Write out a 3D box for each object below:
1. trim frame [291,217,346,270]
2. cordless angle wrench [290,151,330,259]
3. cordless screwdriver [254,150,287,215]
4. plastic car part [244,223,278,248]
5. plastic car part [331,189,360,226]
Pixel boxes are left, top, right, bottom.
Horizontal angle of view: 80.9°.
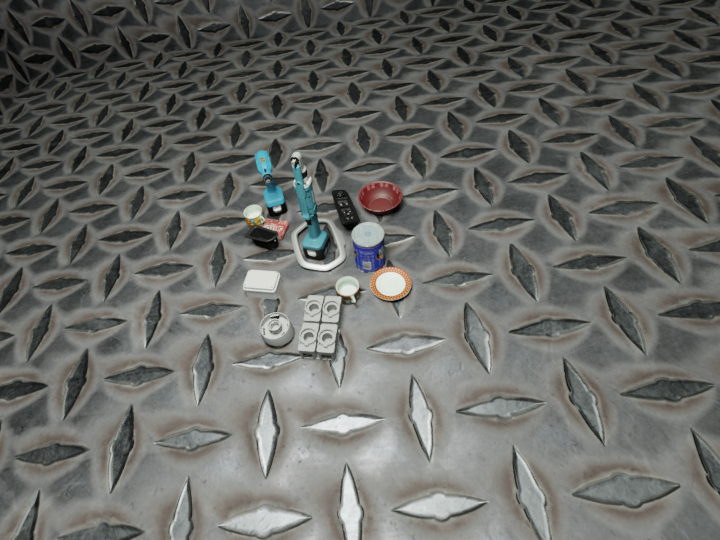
[{"bbox_3d":[-0.146,-0.095,1.491,0.183,0.026,0.260,-18,51,-5],"label":"trim frame"},{"bbox_3d":[-0.165,-0.198,1.332,0.076,0.406,0.099,10,53,13],"label":"cordless angle wrench"},{"bbox_3d":[-0.327,-0.300,1.552,0.074,0.239,0.166,-16,51,-7],"label":"cordless screwdriver"},{"bbox_3d":[-0.343,-0.110,1.512,0.121,0.068,0.066,18,56,22],"label":"plastic car part"},{"bbox_3d":[-0.057,-0.225,1.556,0.066,0.064,0.212,-16,50,-5],"label":"plastic car part"}]
